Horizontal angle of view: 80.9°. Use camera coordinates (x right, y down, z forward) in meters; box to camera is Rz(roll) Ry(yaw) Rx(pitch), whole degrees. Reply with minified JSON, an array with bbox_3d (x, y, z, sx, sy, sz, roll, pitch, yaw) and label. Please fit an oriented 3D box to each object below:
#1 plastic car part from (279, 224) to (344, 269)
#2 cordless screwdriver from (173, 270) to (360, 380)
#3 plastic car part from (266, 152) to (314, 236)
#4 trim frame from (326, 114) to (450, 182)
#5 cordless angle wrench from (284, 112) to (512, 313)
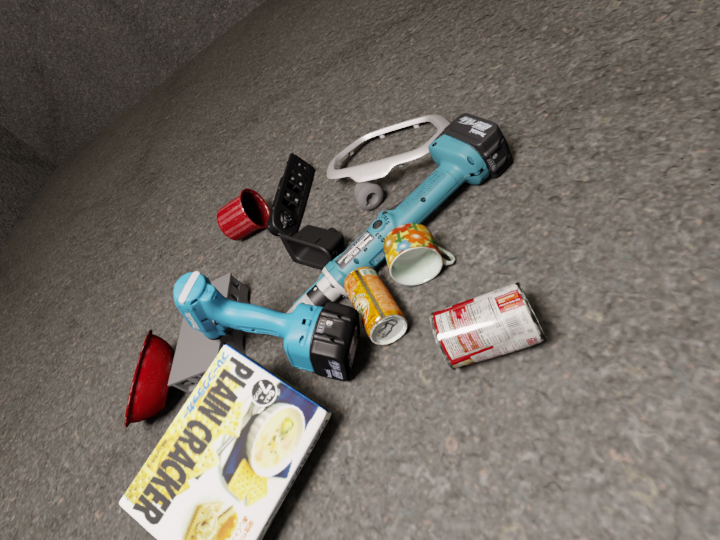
[{"bbox_3d":[-0.072,-0.047,0.732,0.123,0.063,0.070,13,51,40],"label":"plastic car part"},{"bbox_3d":[-0.128,0.084,0.590,0.254,0.154,0.075,14,58,10],"label":"cordless screwdriver"},{"bbox_3d":[-0.151,-0.148,0.868,0.069,0.063,0.208,-25,44,34],"label":"plastic car part"},{"bbox_3d":[0.046,-0.223,0.773,0.259,0.026,0.184,-4,40,33],"label":"trim frame"},{"bbox_3d":[0.039,-0.057,0.643,0.423,0.070,0.103,-44,41,3],"label":"cordless angle wrench"}]
